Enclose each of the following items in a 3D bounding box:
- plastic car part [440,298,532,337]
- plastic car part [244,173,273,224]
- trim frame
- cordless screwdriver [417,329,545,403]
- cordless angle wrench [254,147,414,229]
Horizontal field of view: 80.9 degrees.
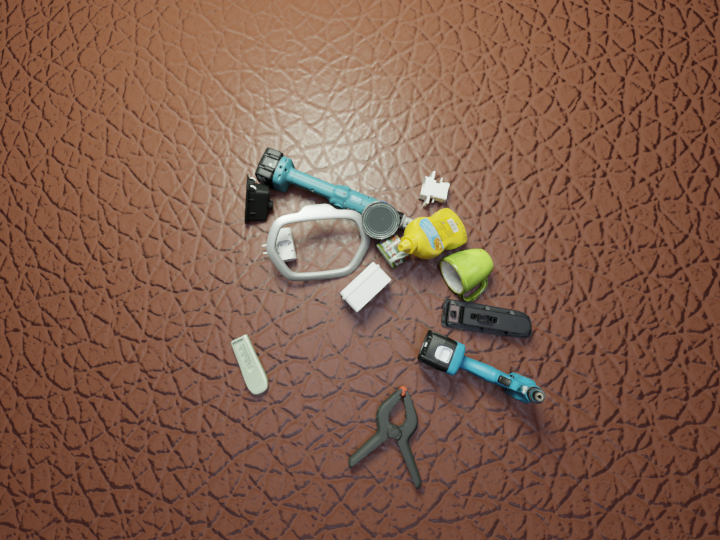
[{"bbox_3d":[0.295,0.110,0.964,0.204,0.066,0.067,10,76,3],"label":"plastic car part"},{"bbox_3d":[-0.249,-0.169,1.037,0.070,0.114,0.069,1,42,-12],"label":"plastic car part"},{"bbox_3d":[-0.097,-0.064,0.995,0.246,0.028,0.180,-5,109,-7],"label":"trim frame"},{"bbox_3d":[0.252,0.211,0.901,0.253,0.156,0.074,23,85,8],"label":"cordless screwdriver"},{"bbox_3d":[-0.045,-0.177,1.021,0.426,0.097,0.074,23,81,4],"label":"cordless angle wrench"}]
